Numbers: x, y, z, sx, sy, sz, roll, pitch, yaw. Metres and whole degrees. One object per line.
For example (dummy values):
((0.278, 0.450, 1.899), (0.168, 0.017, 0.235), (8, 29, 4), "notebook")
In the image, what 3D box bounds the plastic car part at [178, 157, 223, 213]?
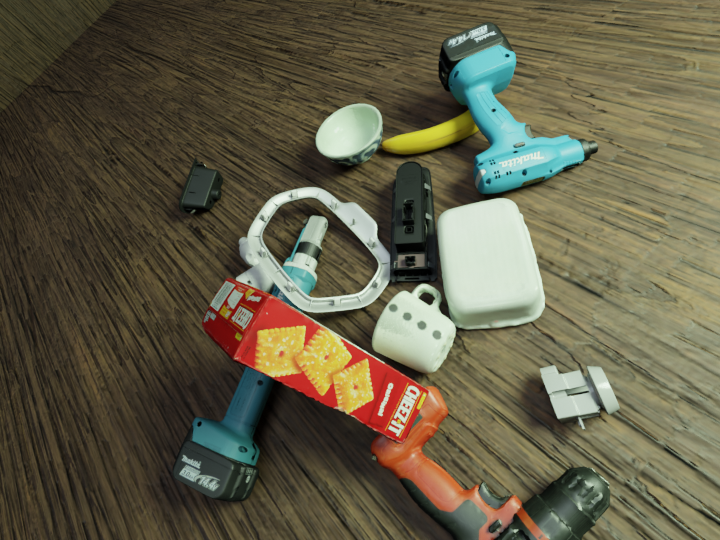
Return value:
((-0.323, -0.168, 0.883), (0.072, 0.063, 0.118), (4, 67, 12), "plastic car part")

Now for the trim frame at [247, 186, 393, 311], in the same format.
((-0.063, -0.042, 0.649), (0.181, 0.027, 0.260), (-32, 60, -20), "trim frame")

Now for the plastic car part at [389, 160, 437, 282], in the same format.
((0.073, -0.084, 0.629), (0.068, 0.063, 0.207), (-8, 56, 22), "plastic car part")

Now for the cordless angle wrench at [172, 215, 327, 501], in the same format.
((-0.129, 0.096, 0.623), (0.102, 0.071, 0.427), (8, 64, 24), "cordless angle wrench")

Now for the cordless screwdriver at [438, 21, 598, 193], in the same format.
((0.216, -0.240, 0.613), (0.161, 0.072, 0.255), (-16, 72, 6), "cordless screwdriver")
